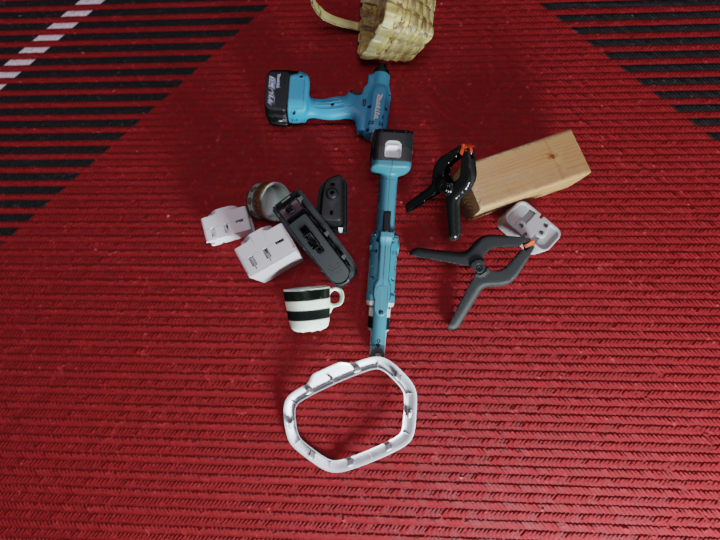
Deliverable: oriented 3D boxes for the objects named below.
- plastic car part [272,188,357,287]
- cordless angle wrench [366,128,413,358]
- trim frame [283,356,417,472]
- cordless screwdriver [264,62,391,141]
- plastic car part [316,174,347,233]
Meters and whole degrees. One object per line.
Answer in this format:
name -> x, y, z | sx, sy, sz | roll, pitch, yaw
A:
plastic car part -> -0.075, -0.049, 0.772 | 0.066, 0.069, 0.197 | -37, 106, 3
cordless angle wrench -> 0.044, -0.046, 0.787 | 0.075, 0.097, 0.425 | 4, 85, 0
trim frame -> -0.020, 0.253, 0.743 | 0.251, 0.027, 0.185 | -26, 86, 11
cordless screwdriver -> -0.063, -0.354, 0.849 | 0.249, 0.074, 0.160 | 8, 81, 0
plastic car part -> -0.054, -0.132, 0.810 | 0.066, 0.070, 0.117 | 3, 84, -1
